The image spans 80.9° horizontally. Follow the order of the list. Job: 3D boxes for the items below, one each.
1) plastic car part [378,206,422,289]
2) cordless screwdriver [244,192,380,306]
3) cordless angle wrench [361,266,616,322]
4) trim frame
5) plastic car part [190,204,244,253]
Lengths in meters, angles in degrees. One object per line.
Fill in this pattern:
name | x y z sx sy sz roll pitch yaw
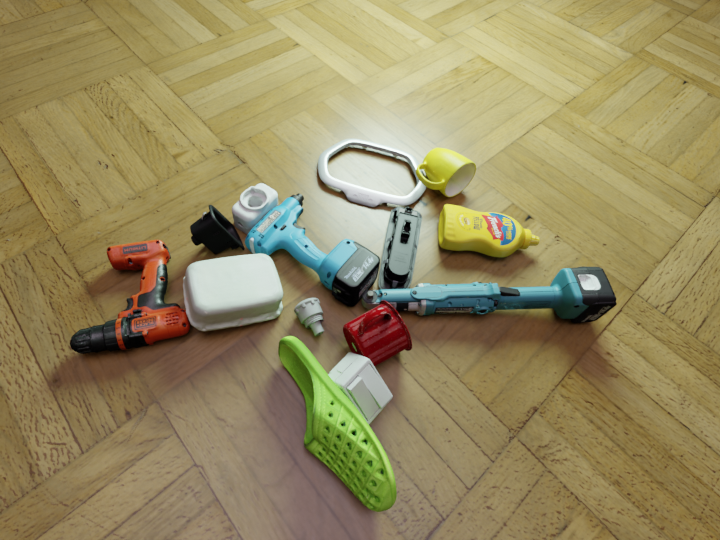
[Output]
plastic car part | 0.083 -0.050 0.820 0.066 0.066 0.206 17 60 -4
cordless screwdriver | -0.079 -0.051 0.804 0.258 0.072 0.158 28 59 18
cordless angle wrench | 0.214 0.048 0.753 0.423 0.095 0.076 -1 58 0
trim frame | 0.025 -0.220 0.946 0.251 0.027 0.186 16 57 5
plastic car part | -0.277 -0.069 0.787 0.071 0.111 0.069 -33 66 2
